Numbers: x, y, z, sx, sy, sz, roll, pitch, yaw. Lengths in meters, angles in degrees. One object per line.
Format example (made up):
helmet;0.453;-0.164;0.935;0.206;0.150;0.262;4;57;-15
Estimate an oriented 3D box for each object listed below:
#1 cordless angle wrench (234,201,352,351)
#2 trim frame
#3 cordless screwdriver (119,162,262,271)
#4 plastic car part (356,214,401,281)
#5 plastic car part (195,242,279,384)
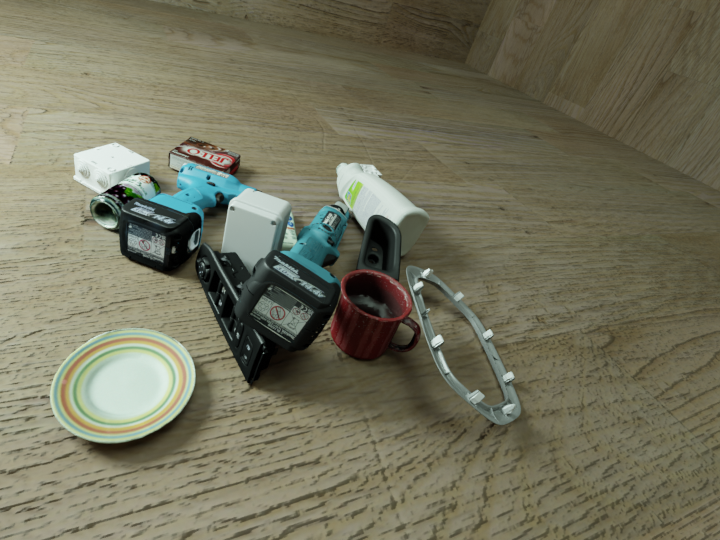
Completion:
cordless angle wrench;-0.061;-0.040;0.623;0.097;0.074;0.426;32;22;-7
trim frame;0.132;0.085;0.558;0.176;0.028;0.257;29;30;-25
cordless screwdriver;-0.249;-0.092;0.661;0.159;0.073;0.253;16;31;-3
plastic car part;0.025;-0.024;0.677;0.065;0.070;0.119;15;51;-6
plastic car part;-0.151;0.035;0.525;0.064;0.065;0.214;-15;46;-36
